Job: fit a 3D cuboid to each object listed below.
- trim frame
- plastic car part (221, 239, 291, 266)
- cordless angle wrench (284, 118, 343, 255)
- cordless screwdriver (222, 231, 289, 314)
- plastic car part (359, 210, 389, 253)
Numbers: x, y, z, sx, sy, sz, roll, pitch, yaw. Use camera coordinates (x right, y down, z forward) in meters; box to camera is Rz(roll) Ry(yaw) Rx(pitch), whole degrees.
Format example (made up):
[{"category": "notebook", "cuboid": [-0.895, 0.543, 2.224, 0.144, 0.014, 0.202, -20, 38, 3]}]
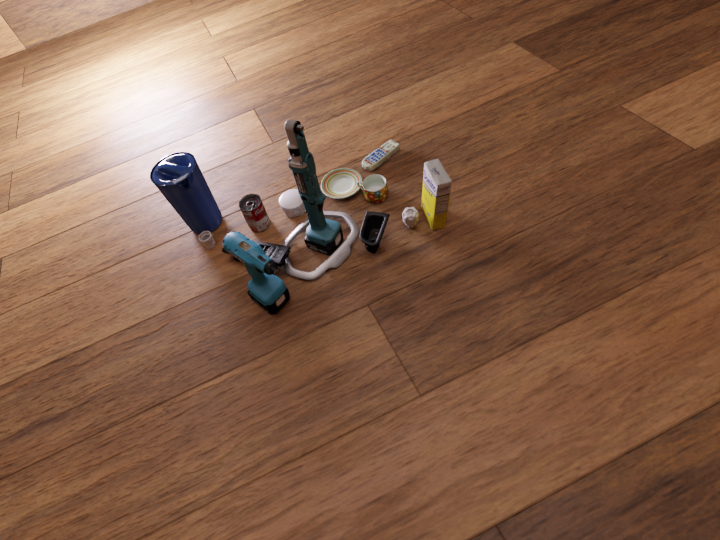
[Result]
[{"category": "trim frame", "cuboid": [-0.116, -0.076, 1.188, 0.194, 0.026, 0.247, 31, 66, 29]}, {"category": "plastic car part", "cuboid": [-0.290, -0.046, 1.182, 0.210, 0.064, 0.067, 13, 58, 20]}, {"category": "cordless angle wrench", "cuboid": [-0.122, -0.193, 1.037, 0.102, 0.405, 0.074, 21, 60, 21]}, {"category": "cordless screwdriver", "cuboid": [-0.229, 0.020, 1.013, 0.167, 0.238, 0.074, 32, 65, 27]}, {"category": "plastic car part", "cuboid": [0.035, -0.095, 1.142, 0.068, 0.068, 0.118, 8, 57, 16]}]
